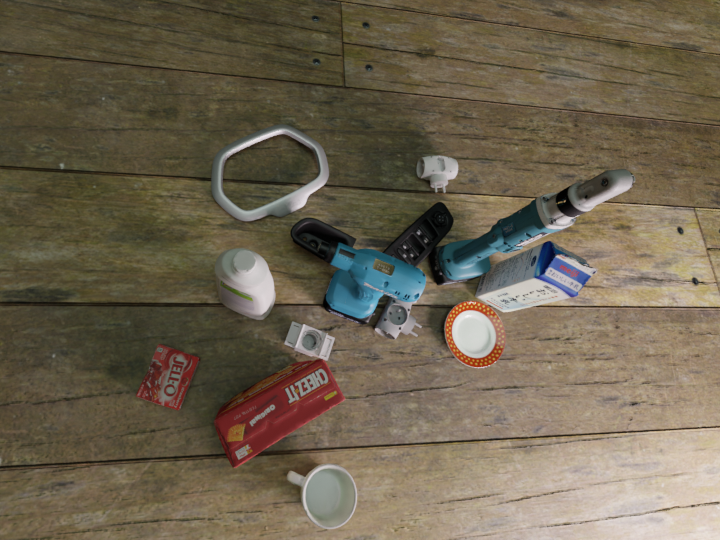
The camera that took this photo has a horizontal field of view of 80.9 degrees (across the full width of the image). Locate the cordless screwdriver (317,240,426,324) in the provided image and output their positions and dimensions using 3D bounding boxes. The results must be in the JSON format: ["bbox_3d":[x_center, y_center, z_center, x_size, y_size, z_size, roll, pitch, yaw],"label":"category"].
[{"bbox_3d":[-0.014,0.020,0.700,0.158,0.250,0.075,24,71,-8],"label":"cordless screwdriver"}]

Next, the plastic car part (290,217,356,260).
[{"bbox_3d":[-0.079,-0.051,0.804,0.116,0.071,0.066,28,70,-3],"label":"plastic car part"}]

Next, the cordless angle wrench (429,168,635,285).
[{"bbox_3d":[0.241,-0.057,0.681,0.096,0.425,0.076,-7,78,-18],"label":"cordless angle wrench"}]

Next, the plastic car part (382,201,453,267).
[{"bbox_3d":[0.111,-0.057,0.845,0.067,0.067,0.201,46,70,2],"label":"plastic car part"}]

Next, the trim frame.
[{"bbox_3d":[-0.182,-0.198,0.853,0.244,0.027,0.187,-30,81,-18],"label":"trim frame"}]
